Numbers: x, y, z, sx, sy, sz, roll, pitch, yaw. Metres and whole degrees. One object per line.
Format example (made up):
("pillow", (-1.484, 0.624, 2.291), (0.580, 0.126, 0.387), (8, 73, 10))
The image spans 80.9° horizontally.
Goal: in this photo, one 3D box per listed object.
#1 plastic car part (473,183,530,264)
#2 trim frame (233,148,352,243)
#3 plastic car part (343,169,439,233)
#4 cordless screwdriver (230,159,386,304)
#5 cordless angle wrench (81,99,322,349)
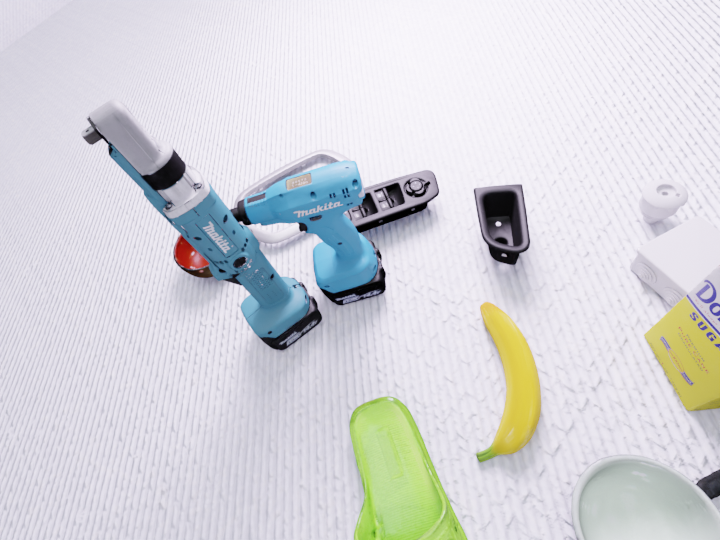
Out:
("plastic car part", (0.200, -0.057, 0.600), (0.067, 0.067, 0.119), (-4, 58, 14))
("trim frame", (-0.123, -0.142, 0.784), (0.248, 0.026, 0.194), (-32, 55, -3))
("plastic car part", (0.031, -0.099, 0.684), (0.204, 0.064, 0.069), (-21, 56, 5))
("cordless screwdriver", (-0.056, -0.036, 0.568), (0.161, 0.237, 0.077), (-14, 57, 7))
("cordless angle wrench", (-0.152, -0.024, 0.491), (0.097, 0.403, 0.078), (-36, 58, -8))
